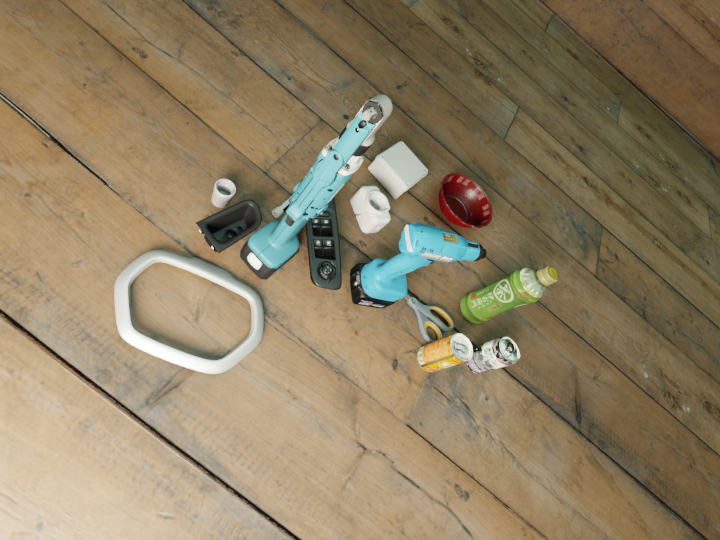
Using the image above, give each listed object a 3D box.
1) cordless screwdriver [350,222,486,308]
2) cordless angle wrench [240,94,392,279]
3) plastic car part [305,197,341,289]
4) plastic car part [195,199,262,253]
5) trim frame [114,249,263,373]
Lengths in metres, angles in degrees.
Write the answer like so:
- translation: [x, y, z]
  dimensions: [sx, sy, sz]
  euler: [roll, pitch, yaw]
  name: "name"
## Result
- translation: [0.094, -0.003, 0.780]
  dimensions: [0.153, 0.252, 0.076]
  euler: [11, 62, -26]
  name: "cordless screwdriver"
- translation: [-0.077, -0.108, 0.637]
  dimensions: [0.074, 0.429, 0.096]
  euler: [48, 52, -3]
  name: "cordless angle wrench"
- translation: [-0.081, -0.053, 0.831]
  dimensions: [0.064, 0.068, 0.209]
  euler: [4, 62, -28]
  name: "plastic car part"
- translation: [-0.233, -0.072, 0.758]
  dimensions: [0.114, 0.072, 0.066]
  euler: [-37, 87, -38]
  name: "plastic car part"
- translation: [-0.273, 0.062, 0.689]
  dimensions: [0.242, 0.028, 0.187]
  euler: [24, 55, -15]
  name: "trim frame"
